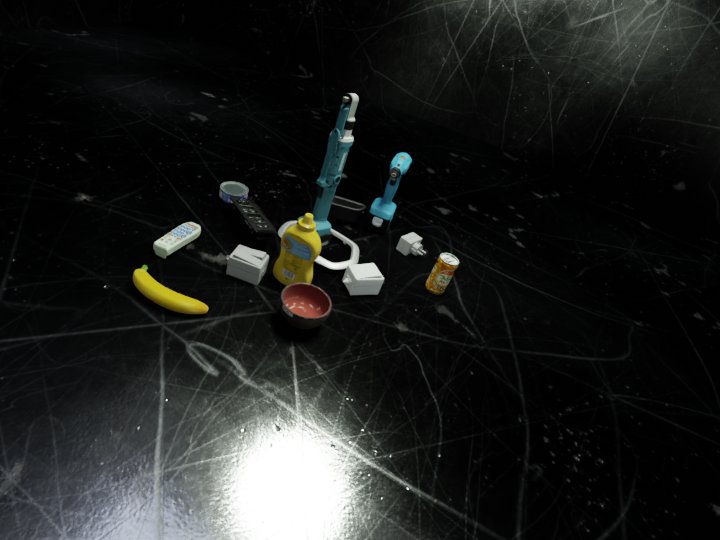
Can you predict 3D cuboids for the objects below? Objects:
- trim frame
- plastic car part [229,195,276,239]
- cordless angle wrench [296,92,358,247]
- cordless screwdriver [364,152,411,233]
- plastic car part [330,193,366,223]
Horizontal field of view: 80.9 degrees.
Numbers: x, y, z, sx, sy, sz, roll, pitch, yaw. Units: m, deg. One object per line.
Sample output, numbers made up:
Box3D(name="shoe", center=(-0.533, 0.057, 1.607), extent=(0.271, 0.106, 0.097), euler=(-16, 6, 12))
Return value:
Box3D(name="trim frame", center=(-0.115, -0.075, 1.179), extent=(0.259, 0.027, 0.179), euler=(32, 37, 21))
Box3D(name="plastic car part", center=(-0.302, -0.140, 1.155), extent=(0.064, 0.066, 0.214), euler=(-8, 41, -34))
Box3D(name="cordless angle wrench", center=(-0.078, -0.244, 1.086), extent=(0.078, 0.417, 0.094), euler=(41, 38, 27))
Box3D(name="cordless screwdriver", center=(0.083, -0.227, 1.286), extent=(0.075, 0.245, 0.159), euler=(23, 33, 4))
Box3D(name="plastic car part", center=(-0.049, -0.184, 1.325), extent=(0.117, 0.070, 0.066), euler=(20, 33, 2))
